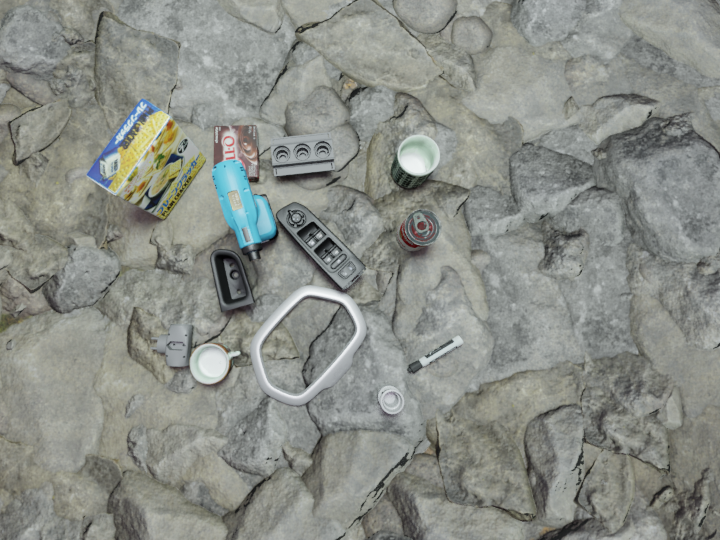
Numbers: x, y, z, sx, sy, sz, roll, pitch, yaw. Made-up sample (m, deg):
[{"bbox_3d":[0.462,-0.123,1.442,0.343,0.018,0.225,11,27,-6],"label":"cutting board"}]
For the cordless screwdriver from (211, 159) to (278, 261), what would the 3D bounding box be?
[{"bbox_3d":[-0.193,-0.084,0.749,0.074,0.248,0.160,-18,86,-6],"label":"cordless screwdriver"}]

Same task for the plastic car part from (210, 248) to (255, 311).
[{"bbox_3d":[-0.248,0.015,0.825,0.066,0.070,0.118,-16,84,-4],"label":"plastic car part"}]

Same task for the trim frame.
[{"bbox_3d":[-0.103,0.144,0.829,0.186,0.027,0.248,41,85,5],"label":"trim frame"}]

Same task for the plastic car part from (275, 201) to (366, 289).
[{"bbox_3d":[-0.082,-0.053,0.835,0.066,0.066,0.205,-43,85,-6],"label":"plastic car part"}]
